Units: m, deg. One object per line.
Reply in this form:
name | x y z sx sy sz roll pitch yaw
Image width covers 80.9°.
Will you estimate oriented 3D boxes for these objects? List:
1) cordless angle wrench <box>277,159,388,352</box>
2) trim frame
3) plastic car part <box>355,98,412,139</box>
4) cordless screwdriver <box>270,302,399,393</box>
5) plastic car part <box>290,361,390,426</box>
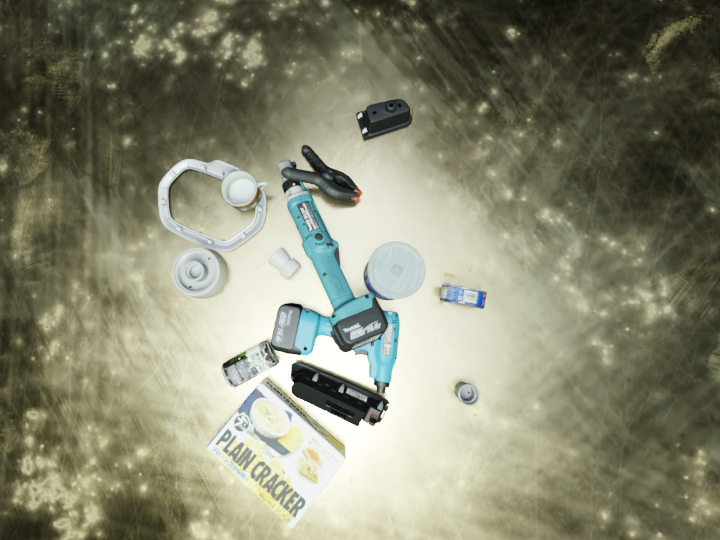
cordless angle wrench | -0.082 -0.053 0.835 0.096 0.073 0.438 -20 67 -15
trim frame | -0.324 -0.147 0.914 0.252 0.027 0.184 23 82 7
plastic car part | 0.055 -0.335 0.904 0.117 0.070 0.067 -16 85 2
cordless screwdriver | -0.051 0.148 0.833 0.249 0.074 0.160 7 81 -1
plastic car part | -0.052 0.248 0.817 0.207 0.067 0.065 25 124 9
